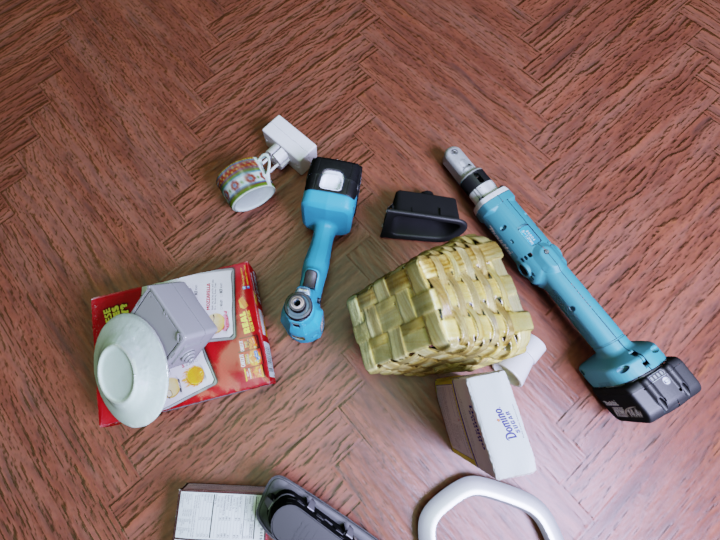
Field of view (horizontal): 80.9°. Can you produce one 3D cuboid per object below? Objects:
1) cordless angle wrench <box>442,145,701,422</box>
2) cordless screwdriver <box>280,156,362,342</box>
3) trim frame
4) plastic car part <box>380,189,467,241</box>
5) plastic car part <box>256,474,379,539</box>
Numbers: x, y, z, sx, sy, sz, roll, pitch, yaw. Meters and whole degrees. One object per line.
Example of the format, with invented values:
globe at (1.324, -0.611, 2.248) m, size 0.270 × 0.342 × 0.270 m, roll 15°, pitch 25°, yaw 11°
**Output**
cordless angle wrench at (0.244, -0.011, 0.576) m, size 0.074 × 0.095 × 0.437 m, roll -30°, pitch 70°, yaw -6°
cordless screwdriver at (-0.054, -0.036, 0.557) m, size 0.075 × 0.156 × 0.252 m, roll 11°, pitch 71°, yaw 1°
trim frame at (0.160, 0.372, 0.484) m, size 0.183 × 0.027 × 0.254 m, roll -14°, pitch 74°, yaw -4°
plastic car part at (0.091, -0.086, 0.623) m, size 0.116 × 0.064 × 0.073 m, roll 4°, pitch 59°, yaw -2°
plastic car part at (-0.032, 0.318, 0.476) m, size 0.205 × 0.066 × 0.066 m, roll 35°, pitch 82°, yaw 5°
